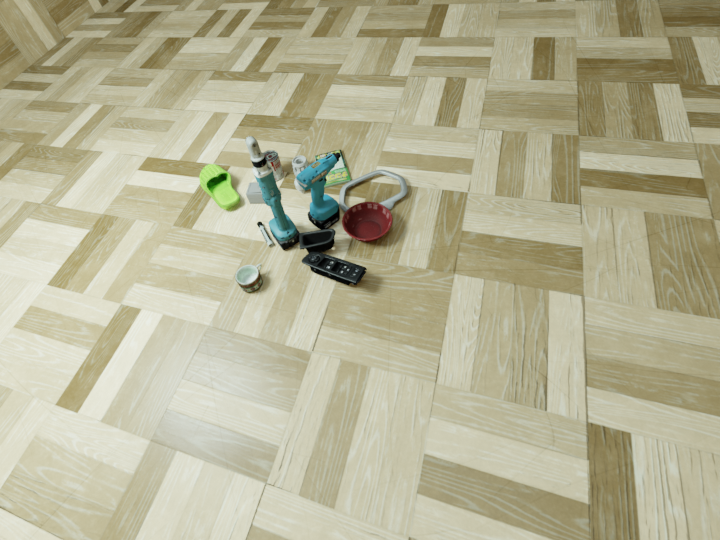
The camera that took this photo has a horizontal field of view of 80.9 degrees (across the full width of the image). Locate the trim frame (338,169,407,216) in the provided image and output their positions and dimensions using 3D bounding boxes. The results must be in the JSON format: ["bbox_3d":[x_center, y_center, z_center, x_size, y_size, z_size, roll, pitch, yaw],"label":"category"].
[{"bbox_3d":[0.041,-0.269,1.469,0.246,0.026,0.193,-25,54,-7],"label":"trim frame"}]

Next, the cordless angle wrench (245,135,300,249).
[{"bbox_3d":[-0.265,-0.223,1.260,0.073,0.406,0.103,-31,57,-15],"label":"cordless angle wrench"}]

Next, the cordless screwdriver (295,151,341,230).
[{"bbox_3d":[-0.113,-0.254,1.356,0.157,0.239,0.078,-40,60,-19],"label":"cordless screwdriver"}]

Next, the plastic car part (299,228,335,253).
[{"bbox_3d":[-0.132,-0.086,1.345,0.117,0.068,0.068,-8,54,4],"label":"plastic car part"}]

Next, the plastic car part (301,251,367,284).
[{"bbox_3d":[-0.082,-0.004,1.278,0.212,0.064,0.066,21,61,24],"label":"plastic car part"}]
